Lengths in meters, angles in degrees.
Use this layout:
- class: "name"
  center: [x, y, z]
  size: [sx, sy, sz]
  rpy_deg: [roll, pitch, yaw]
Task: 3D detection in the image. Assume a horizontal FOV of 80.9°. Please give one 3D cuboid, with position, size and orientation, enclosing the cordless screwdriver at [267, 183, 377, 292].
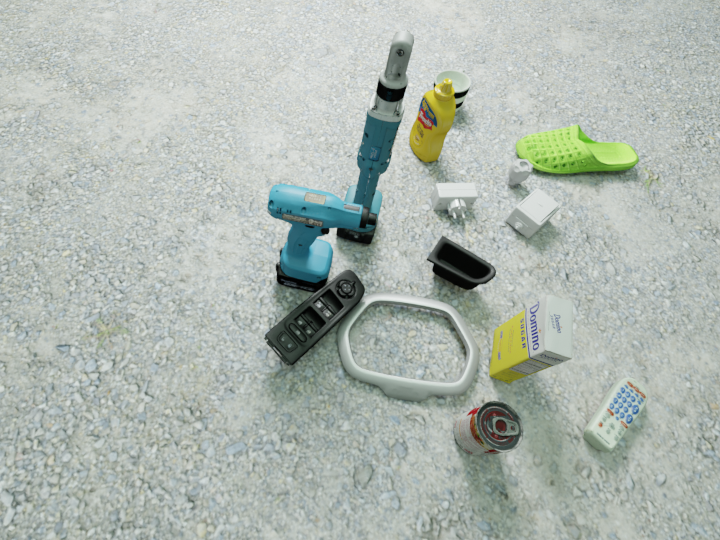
- class: "cordless screwdriver"
  center: [-0.069, -0.045, 0.704]
  size: [0.160, 0.244, 0.076]
  rpy_deg: [13, 61, -1]

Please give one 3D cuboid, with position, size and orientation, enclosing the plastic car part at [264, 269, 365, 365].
- class: "plastic car part"
  center: [-0.071, 0.080, 0.735]
  size: [0.068, 0.066, 0.200]
  rpy_deg: [41, 66, 15]

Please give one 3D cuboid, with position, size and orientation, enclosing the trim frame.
- class: "trim frame"
  center: [0.082, 0.129, 0.739]
  size: [0.249, 0.027, 0.188]
  rpy_deg: [8, 60, 1]

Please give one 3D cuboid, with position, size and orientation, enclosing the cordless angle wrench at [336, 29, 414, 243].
- class: "cordless angle wrench"
  center: [0.023, -0.187, 0.692]
  size: [0.075, 0.415, 0.099]
  rpy_deg: [16, 61, -1]

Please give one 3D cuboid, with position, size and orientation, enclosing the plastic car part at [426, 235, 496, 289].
- class: "plastic car part"
  center: [0.183, 0.000, 0.795]
  size: [0.120, 0.069, 0.065]
  rpy_deg: [33, 63, 13]
